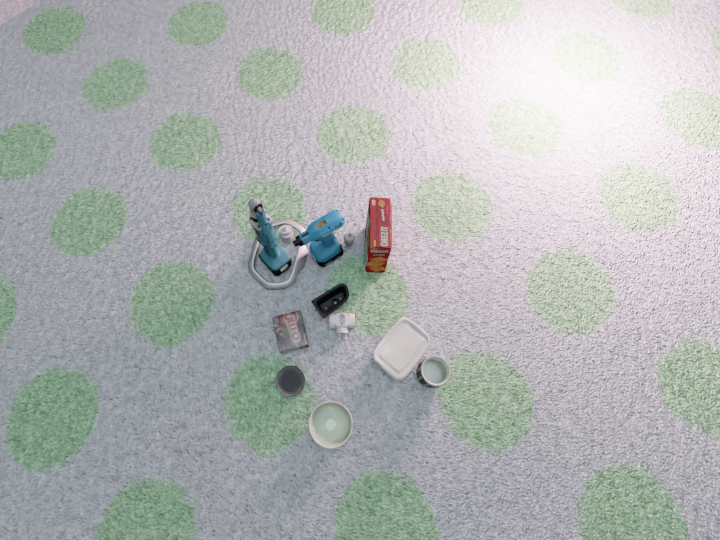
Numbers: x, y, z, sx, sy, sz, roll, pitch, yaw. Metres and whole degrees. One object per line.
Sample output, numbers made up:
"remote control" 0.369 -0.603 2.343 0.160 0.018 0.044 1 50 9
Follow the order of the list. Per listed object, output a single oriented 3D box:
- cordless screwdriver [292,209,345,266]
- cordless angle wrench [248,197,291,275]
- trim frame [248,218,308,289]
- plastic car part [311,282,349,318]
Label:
"cordless screwdriver" -0.125 -0.082 1.276 0.158 0.243 0.077 -32 75 -12
"cordless angle wrench" -0.265 -0.096 1.196 0.074 0.414 0.101 -40 77 -15
"trim frame" -0.268 -0.056 1.388 0.186 0.027 0.252 10 69 6
"plastic car part" -0.085 0.095 1.298 0.115 0.069 0.068 -33 73 -11
